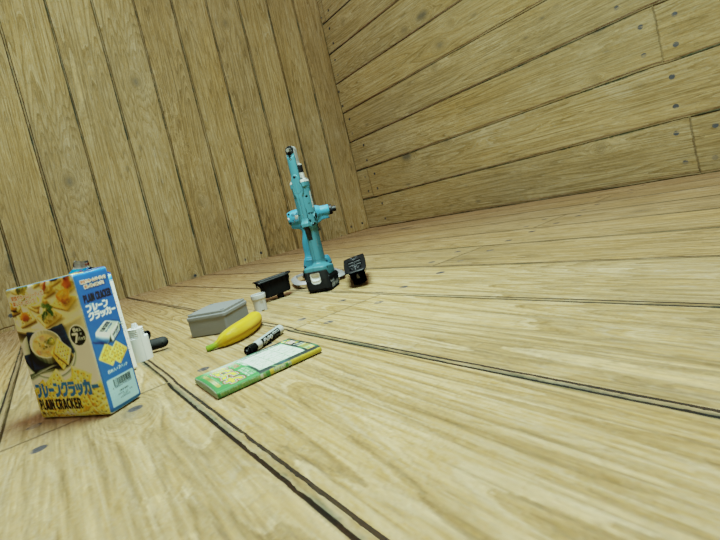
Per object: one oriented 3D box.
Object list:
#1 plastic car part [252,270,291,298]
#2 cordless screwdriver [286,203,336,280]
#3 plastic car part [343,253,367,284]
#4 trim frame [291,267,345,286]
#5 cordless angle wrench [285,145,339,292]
[{"bbox_3d":[-0.254,0.049,1.263,0.113,0.070,0.068,-17,7,-24],"label":"plastic car part"},{"bbox_3d":[-0.133,-0.087,1.363,0.159,0.247,0.075,-13,4,0],"label":"cordless screwdriver"},{"bbox_3d":[-0.013,0.000,1.218,0.066,0.066,0.204,-13,8,1],"label":"plastic car part"},{"bbox_3d":[-0.139,0.020,1.415,0.181,0.027,0.254,-15,9,-12],"label":"trim frame"},{"bbox_3d":[-0.152,-0.150,1.218,0.076,0.420,0.096,-12,4,19],"label":"cordless angle wrench"}]
